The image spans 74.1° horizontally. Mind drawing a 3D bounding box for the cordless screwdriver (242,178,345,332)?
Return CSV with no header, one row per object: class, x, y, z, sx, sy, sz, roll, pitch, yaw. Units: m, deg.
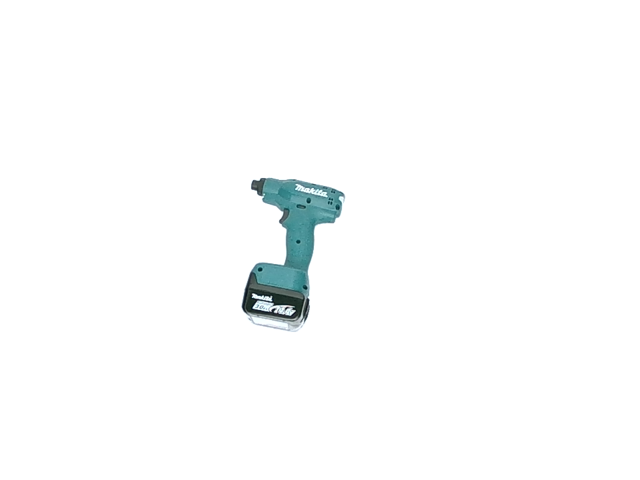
cordless screwdriver,-0.065,0.011,0.677,0.159,0.248,0.074,14,-24,6
